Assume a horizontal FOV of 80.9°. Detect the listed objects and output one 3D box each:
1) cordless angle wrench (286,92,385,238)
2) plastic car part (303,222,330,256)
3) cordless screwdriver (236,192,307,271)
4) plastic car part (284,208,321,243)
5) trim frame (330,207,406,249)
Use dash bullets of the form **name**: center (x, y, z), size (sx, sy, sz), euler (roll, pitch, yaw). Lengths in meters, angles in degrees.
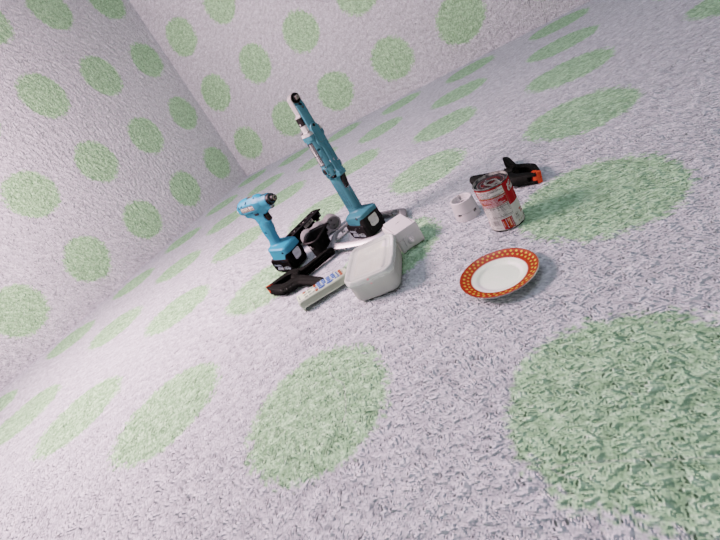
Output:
- **cordless angle wrench**: center (-0.074, -0.272, 1.115), size (0.073, 0.408, 0.102), euler (-41, 22, -24)
- **plastic car part**: center (-0.119, -0.078, 1.220), size (0.067, 0.068, 0.118), euler (-23, 25, 21)
- **cordless screwdriver**: center (-0.243, -0.114, 1.226), size (0.166, 0.240, 0.074), euler (-9, 30, 45)
- **plastic car part**: center (-0.201, -0.121, 1.397), size (0.201, 0.065, 0.069), euler (-45, 26, -25)
- **trim frame**: center (0.018, -0.117, 1.180), size (0.259, 0.026, 0.183), euler (-10, 33, 40)
